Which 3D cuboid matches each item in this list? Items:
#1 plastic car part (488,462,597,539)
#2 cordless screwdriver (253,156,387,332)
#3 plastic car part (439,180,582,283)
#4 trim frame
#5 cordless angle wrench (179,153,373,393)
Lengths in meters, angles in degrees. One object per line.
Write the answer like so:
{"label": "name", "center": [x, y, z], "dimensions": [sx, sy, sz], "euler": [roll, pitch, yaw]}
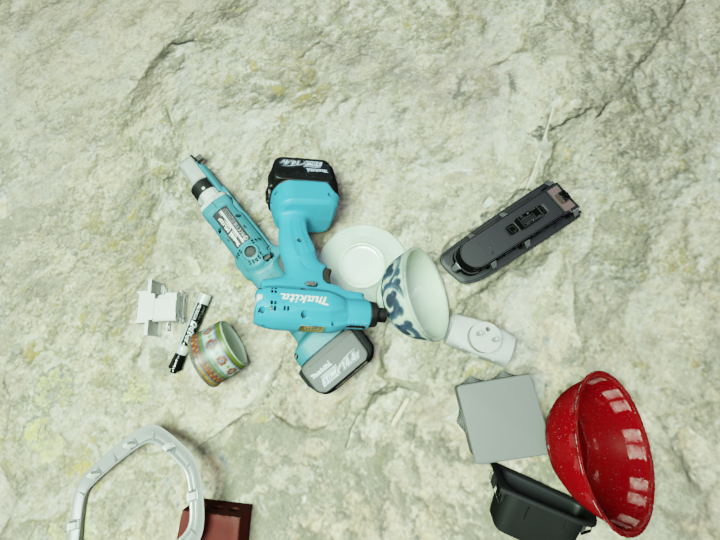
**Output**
{"label": "plastic car part", "center": [0.200, 0.285, 0.485], "dimensions": [0.119, 0.065, 0.071], "euler": [23, 95, 9]}
{"label": "cordless screwdriver", "center": [-0.055, -0.036, 0.558], "dimensions": [0.156, 0.073, 0.257], "euler": [4, 54, -13]}
{"label": "plastic car part", "center": [0.206, -0.051, 0.572], "dimensions": [0.203, 0.066, 0.067], "euler": [-33, 82, 1]}
{"label": "trim frame", "center": [-0.293, 0.314, 0.534], "dimensions": [0.250, 0.026, 0.192], "euler": [-39, 63, 9]}
{"label": "cordless angle wrench", "center": [-0.149, -0.020, 0.613], "dimensions": [0.098, 0.072, 0.438], "euler": [-40, 71, -4]}
